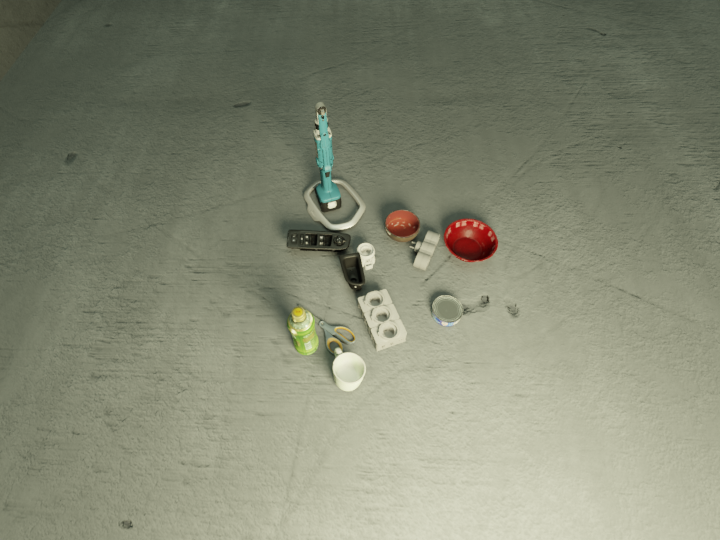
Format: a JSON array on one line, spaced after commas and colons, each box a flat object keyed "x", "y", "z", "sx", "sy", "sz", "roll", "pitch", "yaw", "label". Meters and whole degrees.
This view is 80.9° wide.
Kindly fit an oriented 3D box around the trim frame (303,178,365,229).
[{"x": -0.094, "y": -0.235, "z": 1.474, "sx": 0.182, "sy": 0.026, "sz": 0.260, "roll": -29, "pitch": 60, "yaw": -13, "label": "trim frame"}]

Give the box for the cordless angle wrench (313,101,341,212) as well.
[{"x": -0.111, "y": -0.346, "z": 1.320, "sx": 0.073, "sy": 0.409, "sz": 0.102, "roll": -15, "pitch": 60, "yaw": -9, "label": "cordless angle wrench"}]

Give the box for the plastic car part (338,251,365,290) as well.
[{"x": -0.023, "y": 0.013, "z": 1.285, "sx": 0.066, "sy": 0.068, "sz": 0.121, "roll": -11, "pitch": 58, "yaw": -4, "label": "plastic car part"}]

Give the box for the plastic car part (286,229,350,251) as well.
[{"x": -0.133, "y": -0.087, "z": 1.360, "sx": 0.205, "sy": 0.065, "sz": 0.068, "roll": 1, "pitch": 58, "yaw": 5, "label": "plastic car part"}]
